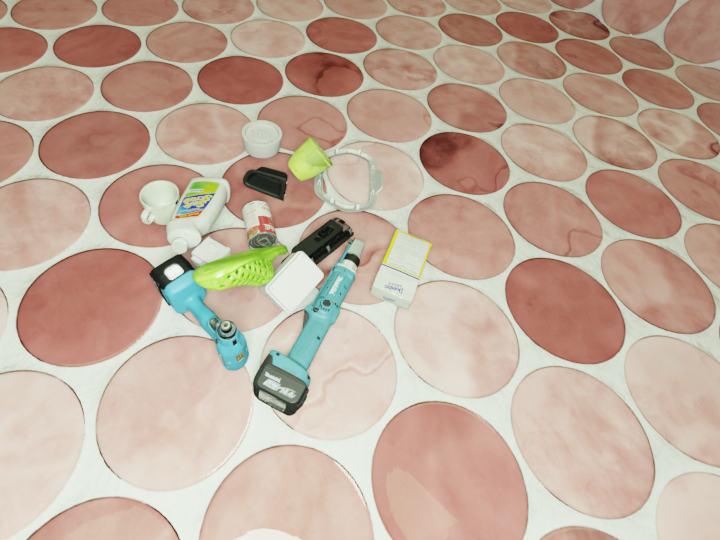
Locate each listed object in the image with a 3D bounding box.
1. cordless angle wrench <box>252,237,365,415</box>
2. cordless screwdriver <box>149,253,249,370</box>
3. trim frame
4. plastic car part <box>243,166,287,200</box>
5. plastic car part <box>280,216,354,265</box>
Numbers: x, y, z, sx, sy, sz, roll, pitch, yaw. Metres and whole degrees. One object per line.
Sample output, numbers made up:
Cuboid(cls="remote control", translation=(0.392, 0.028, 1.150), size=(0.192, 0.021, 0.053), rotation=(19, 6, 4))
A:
Cuboid(cls="cordless angle wrench", translation=(-0.076, 0.081, 0.871), size=(0.100, 0.073, 0.424), rotation=(23, 52, 6))
Cuboid(cls="cordless screwdriver", translation=(-0.301, 0.068, 0.794), size=(0.073, 0.155, 0.259), rotation=(-36, 65, -27))
Cuboid(cls="trim frame", translation=(-0.031, -0.253, 1.144), size=(0.183, 0.027, 0.255), rotation=(7, 52, -4))
Cuboid(cls="plastic car part", translation=(-0.235, -0.237, 1.090), size=(0.119, 0.065, 0.071), rotation=(21, 39, 10))
Cuboid(cls="plastic car part", translation=(-0.096, -0.063, 0.978), size=(0.068, 0.066, 0.200), rotation=(42, 62, 10))
